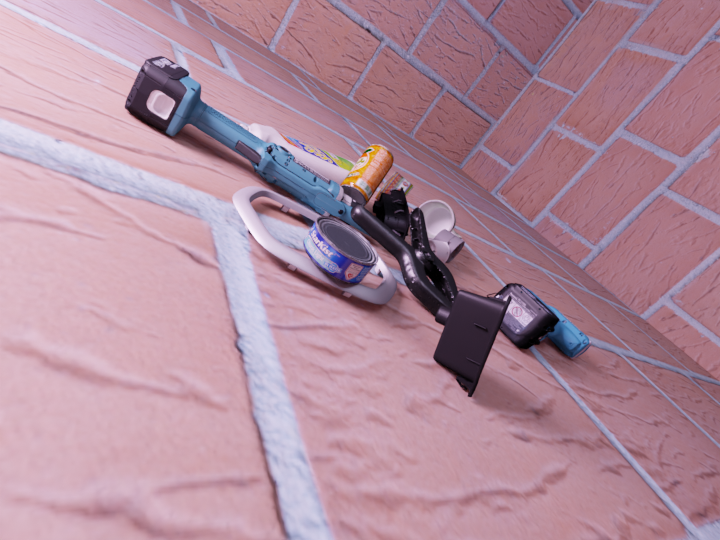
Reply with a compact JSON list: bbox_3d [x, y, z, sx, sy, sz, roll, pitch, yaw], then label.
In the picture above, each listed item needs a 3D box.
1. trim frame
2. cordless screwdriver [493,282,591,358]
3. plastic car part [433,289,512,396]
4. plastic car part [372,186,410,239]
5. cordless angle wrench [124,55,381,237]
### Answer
[{"bbox_3d":[-0.053,-0.035,0.546,0.240,0.027,0.191,24,25,-20],"label":"trim frame"},{"bbox_3d":[0.316,0.078,0.782,0.235,0.074,0.168,19,27,-44],"label":"cordless screwdriver"},{"bbox_3d":[0.120,0.070,0.485,0.074,0.115,0.064,19,15,21],"label":"plastic car part"},{"bbox_3d":[0.059,-0.109,0.806,0.066,0.066,0.208,20,25,-13],"label":"plastic car part"},{"bbox_3d":[-0.130,-0.160,0.637,0.409,0.074,0.101,31,23,-18],"label":"cordless angle wrench"}]
